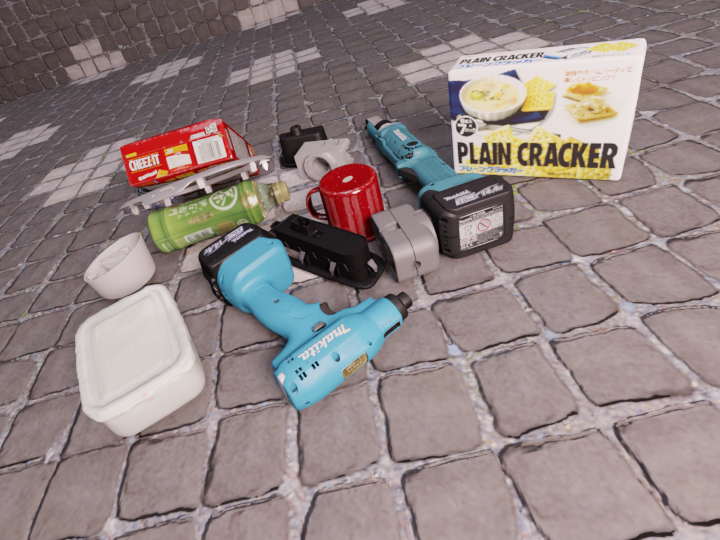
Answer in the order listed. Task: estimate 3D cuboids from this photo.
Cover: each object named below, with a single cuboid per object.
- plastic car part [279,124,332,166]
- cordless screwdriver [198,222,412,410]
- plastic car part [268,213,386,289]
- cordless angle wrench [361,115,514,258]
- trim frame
[{"bbox_3d":[-0.109,-0.244,0.810,0.119,0.068,0.067,-3,39,13],"label":"plastic car part"},{"bbox_3d":[-0.074,0.024,0.488,0.157,0.071,0.263,-35,46,-20],"label":"cordless screwdriver"},{"bbox_3d":[-0.055,-0.036,0.560,0.214,0.064,0.065,24,46,36],"label":"plastic car part"},{"bbox_3d":[0.083,-0.171,0.657,0.098,0.071,0.442,-20,37,-4],"label":"cordless angle wrench"},{"bbox_3d":[-0.241,-0.126,0.632,0.255,0.027,0.182,-13,13,18],"label":"trim frame"}]
